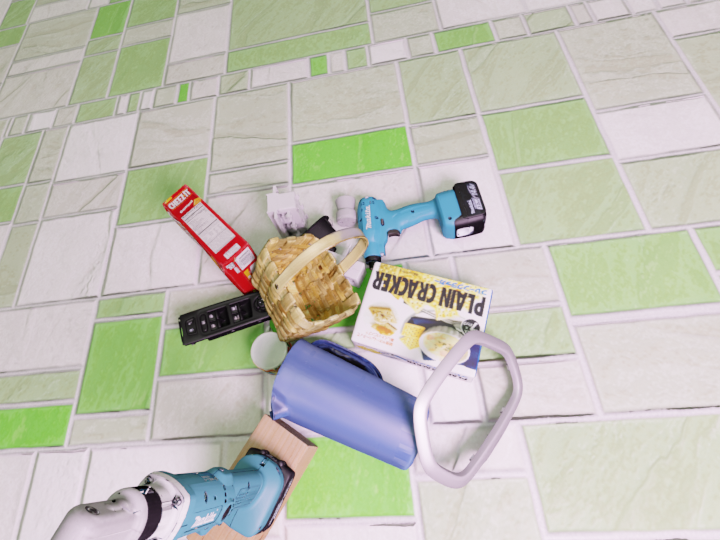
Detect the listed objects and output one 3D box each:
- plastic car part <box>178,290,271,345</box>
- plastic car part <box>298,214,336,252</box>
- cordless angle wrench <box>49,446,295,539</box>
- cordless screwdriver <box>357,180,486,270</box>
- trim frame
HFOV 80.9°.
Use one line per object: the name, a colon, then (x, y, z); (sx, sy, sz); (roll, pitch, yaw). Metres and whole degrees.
plastic car part: (-0.250, 0.096, 0.837); (0.202, 0.064, 0.069); (-21, 53, -4)
plastic car part: (-0.087, -0.057, 0.887); (0.116, 0.065, 0.072); (-42, 80, -13)
cordless angle wrench: (-0.165, 0.246, 0.452); (0.077, 0.408, 0.098); (22, 71, 15)
cordless screwdriver: (0.119, -0.088, 0.847); (0.254, 0.071, 0.163); (-8, 64, 12)
trim frame: (0.170, 0.208, 0.650); (0.246, 0.028, 0.180); (-45, 104, -27)
